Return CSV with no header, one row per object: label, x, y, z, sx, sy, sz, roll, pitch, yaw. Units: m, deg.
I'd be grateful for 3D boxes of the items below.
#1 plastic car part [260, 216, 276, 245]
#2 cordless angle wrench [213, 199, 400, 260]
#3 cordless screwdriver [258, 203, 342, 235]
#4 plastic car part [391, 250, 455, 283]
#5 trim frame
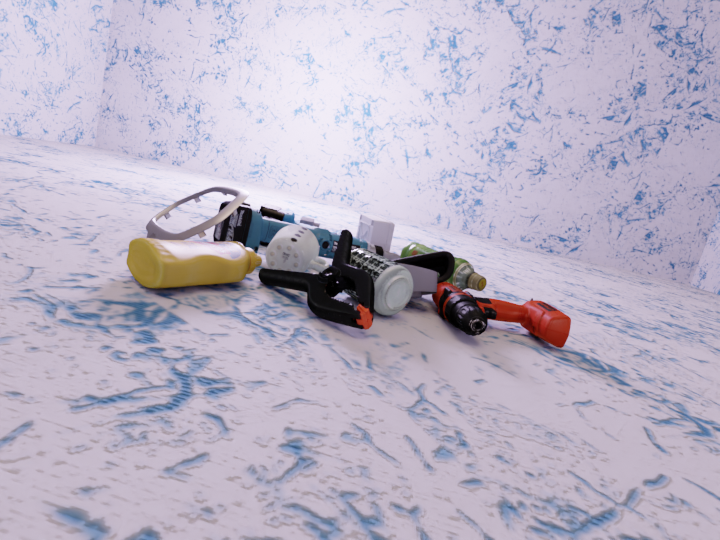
plastic car part,-0.195,-0.083,0.957,0.205,0.067,0.066,17,4,6
cordless angle wrench,-0.086,-0.056,0.879,0.404,0.097,0.078,10,7,-29
cordless screwdriver,-0.132,-0.091,1.030,0.246,0.074,0.162,15,11,-8
plastic car part,0.118,0.008,0.795,0.118,0.068,0.068,-12,-20,6
trim frame,-0.296,-0.100,0.751,0.181,0.026,0.263,-37,34,-24
